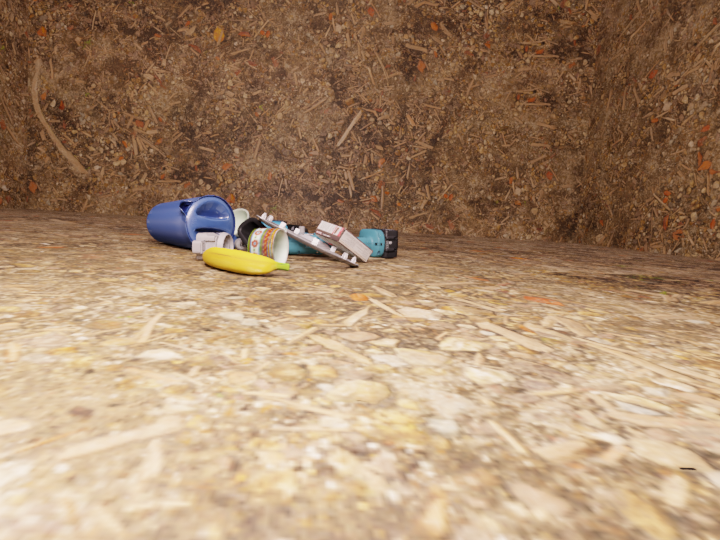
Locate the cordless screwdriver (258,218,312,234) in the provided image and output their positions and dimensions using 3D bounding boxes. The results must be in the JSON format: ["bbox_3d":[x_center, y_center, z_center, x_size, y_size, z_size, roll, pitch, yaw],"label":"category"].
[{"bbox_3d":[-0.247,-0.096,1.188,0.153,0.074,0.260,0,12,-27],"label":"cordless screwdriver"}]

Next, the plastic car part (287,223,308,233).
[{"bbox_3d":[-0.271,-0.123,1.410,0.207,0.065,0.067,5,16,10],"label":"plastic car part"}]

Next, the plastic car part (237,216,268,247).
[{"bbox_3d":[-0.217,-0.067,0.939,0.067,0.066,0.123,35,5,-47],"label":"plastic car part"}]

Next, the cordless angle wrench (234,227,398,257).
[{"bbox_3d":[-0.104,-0.068,1.066,0.408,0.074,0.102,-2,8,-24],"label":"cordless angle wrench"}]

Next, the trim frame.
[{"bbox_3d":[-0.113,-0.068,0.903,0.255,0.027,0.180,25,1,11],"label":"trim frame"}]
